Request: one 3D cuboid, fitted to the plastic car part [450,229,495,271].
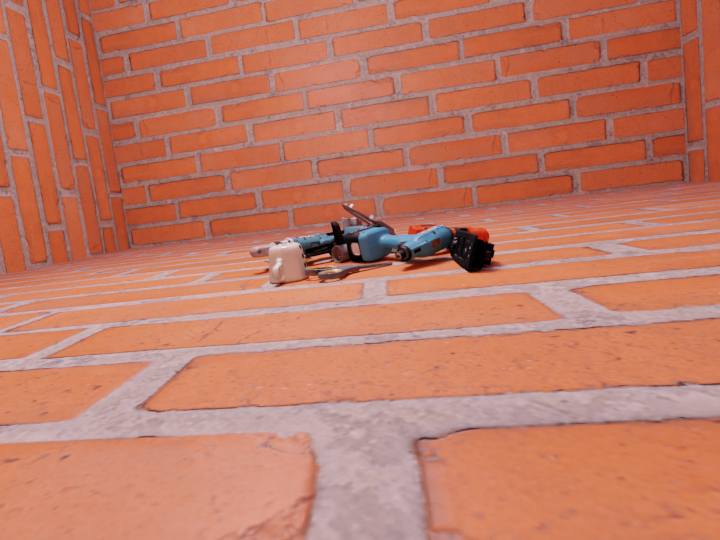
[{"bbox_3d":[0.219,-0.044,0.829,0.067,0.066,0.204,2,9,-2],"label":"plastic car part"}]

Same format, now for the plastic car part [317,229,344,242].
[{"bbox_3d":[-0.100,-0.083,1.346,0.122,0.064,0.069,-4,22,43],"label":"plastic car part"}]

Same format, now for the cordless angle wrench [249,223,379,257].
[{"bbox_3d":[-0.115,-0.075,1.174,0.405,0.074,0.103,-12,9,-40],"label":"cordless angle wrench"}]

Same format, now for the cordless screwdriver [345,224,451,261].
[{"bbox_3d":[0.062,-0.056,0.964,0.154,0.073,0.261,-24,17,-38],"label":"cordless screwdriver"}]

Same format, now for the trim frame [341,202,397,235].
[{"bbox_3d":[0.040,-0.158,1.367,0.238,0.027,0.192,31,2,-26],"label":"trim frame"}]
